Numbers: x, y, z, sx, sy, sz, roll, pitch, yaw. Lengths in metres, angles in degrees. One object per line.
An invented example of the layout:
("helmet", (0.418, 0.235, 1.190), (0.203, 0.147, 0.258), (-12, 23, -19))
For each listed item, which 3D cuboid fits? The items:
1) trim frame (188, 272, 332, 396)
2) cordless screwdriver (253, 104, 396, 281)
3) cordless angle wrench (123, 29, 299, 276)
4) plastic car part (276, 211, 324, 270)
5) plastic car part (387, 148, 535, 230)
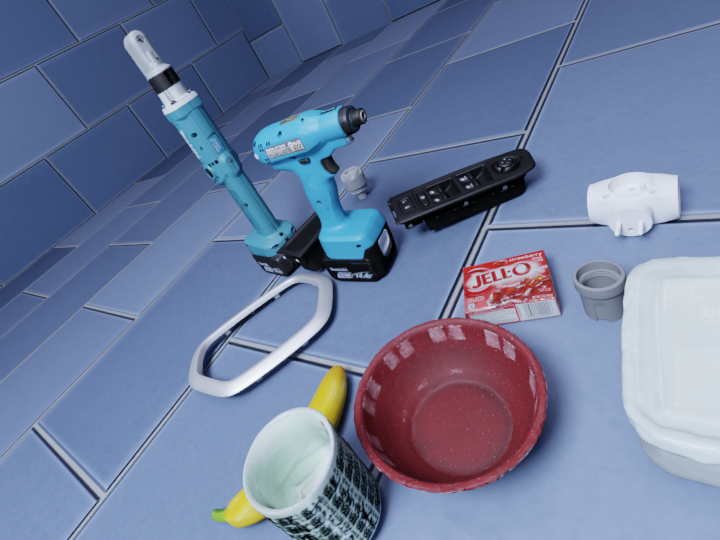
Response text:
("trim frame", (-0.143, 0.086, 0.617), (0.247, 0.026, 0.194), (-39, 33, -11))
("cordless screwdriver", (-0.021, -0.096, 0.562), (0.166, 0.238, 0.074), (-5, 39, 37))
("cordless angle wrench", (-0.219, -0.167, 0.666), (0.103, 0.404, 0.074), (8, 47, 47))
("plastic car part", (-0.067, -0.044, 0.688), (0.069, 0.068, 0.116), (11, 51, 48))
("plastic car part", (0.146, -0.105, 0.595), (0.205, 0.064, 0.068), (-25, 32, 11))
